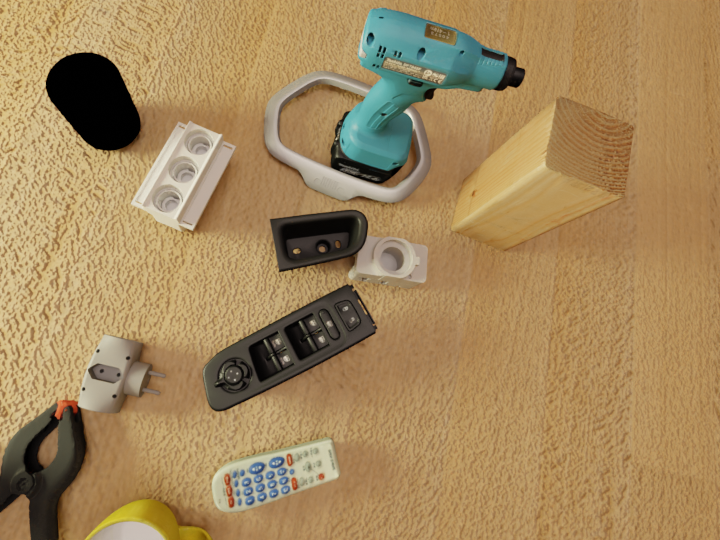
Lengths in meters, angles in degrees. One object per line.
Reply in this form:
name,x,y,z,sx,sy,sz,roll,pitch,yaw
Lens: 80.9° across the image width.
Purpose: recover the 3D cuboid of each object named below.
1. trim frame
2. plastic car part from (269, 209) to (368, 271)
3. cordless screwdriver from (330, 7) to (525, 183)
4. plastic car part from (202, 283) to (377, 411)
trim frame,-0.017,-0.190,0.602,0.247,0.027,0.185,21,73,-2
plastic car part,-0.052,-0.034,0.531,0.114,0.071,0.067,-10,79,-12
cordless screwdriver,0.055,-0.183,0.495,0.157,0.249,0.075,14,75,-9
plastic car part,-0.087,0.090,0.494,0.200,0.067,0.067,-27,83,-15
